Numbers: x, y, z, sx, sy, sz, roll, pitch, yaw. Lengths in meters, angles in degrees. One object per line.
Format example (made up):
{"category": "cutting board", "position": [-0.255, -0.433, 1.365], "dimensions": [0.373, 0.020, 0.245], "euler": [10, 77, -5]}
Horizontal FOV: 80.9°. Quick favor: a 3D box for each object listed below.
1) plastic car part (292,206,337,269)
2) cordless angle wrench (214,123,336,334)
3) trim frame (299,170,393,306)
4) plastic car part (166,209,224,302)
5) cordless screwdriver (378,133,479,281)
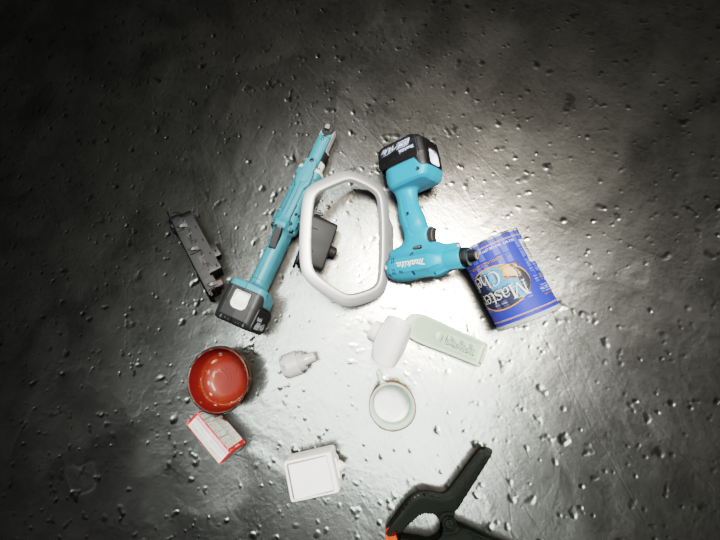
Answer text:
{"category": "plastic car part", "position": [-0.077, -0.050, 0.786], "dimensions": [0.070, 0.066, 0.117], "euler": [16, 82, -5]}
{"category": "cordless angle wrench", "position": [-0.137, -0.092, 0.793], "dimensions": [0.076, 0.095, 0.424], "euler": [20, 77, 9]}
{"category": "trim frame", "position": [-0.020, -0.060, 0.755], "dimensions": [0.179, 0.028, 0.252], "euler": [4, 75, -16]}
{"category": "plastic car part", "position": [-0.314, -0.041, 0.816], "dimensions": [0.066, 0.065, 0.209], "euler": [-34, 74, -11]}
{"category": "cordless screwdriver", "position": [0.113, -0.111, 0.728], "dimensions": [0.166, 0.070, 0.252], "euler": [-13, 75, 39]}
